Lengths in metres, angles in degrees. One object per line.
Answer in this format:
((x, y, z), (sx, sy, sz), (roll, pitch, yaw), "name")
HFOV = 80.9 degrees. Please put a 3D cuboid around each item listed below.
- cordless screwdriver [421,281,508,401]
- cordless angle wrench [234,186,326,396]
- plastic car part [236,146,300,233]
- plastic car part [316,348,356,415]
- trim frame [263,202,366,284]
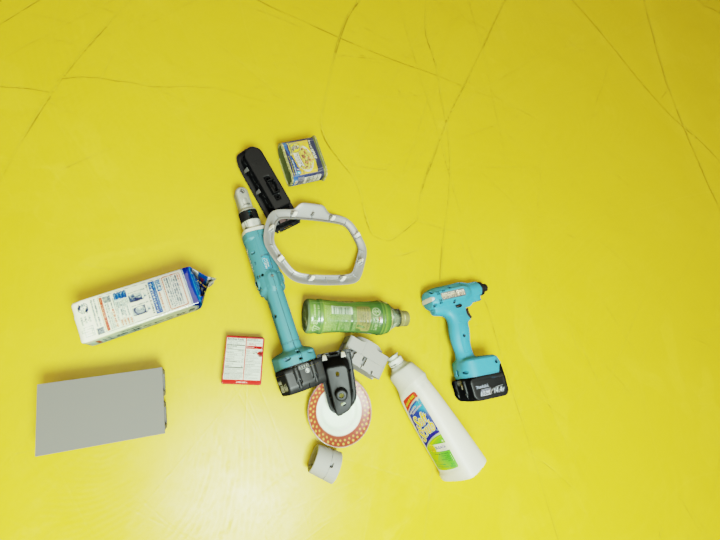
((0.244, 0.146, 0.917), (0.155, 0.074, 0.255), (-11, 73, -19), "cordless screwdriver")
((-0.178, 0.024, 0.830), (0.072, 0.098, 0.432), (-14, 74, -25), "cordless angle wrench")
((-0.202, -0.183, 0.904), (0.065, 0.067, 0.206), (-29, 80, -16), "plastic car part")
((-0.038, 0.212, 0.779), (0.066, 0.071, 0.117), (-11, 86, -3), "plastic car part")
((-0.086, -0.056, 0.876), (0.238, 0.028, 0.190), (2, 61, -31), "trim frame")
